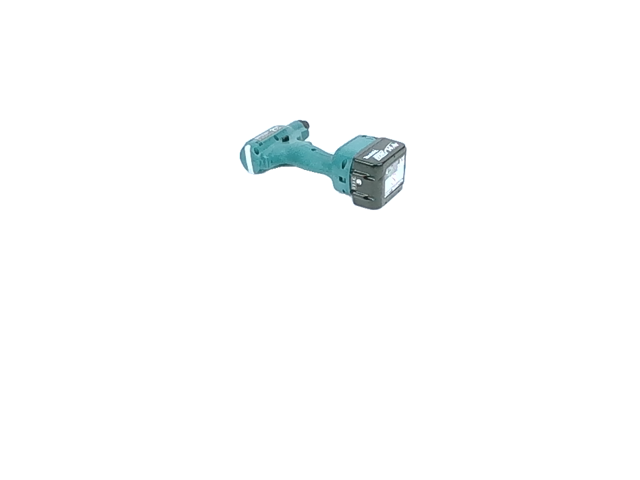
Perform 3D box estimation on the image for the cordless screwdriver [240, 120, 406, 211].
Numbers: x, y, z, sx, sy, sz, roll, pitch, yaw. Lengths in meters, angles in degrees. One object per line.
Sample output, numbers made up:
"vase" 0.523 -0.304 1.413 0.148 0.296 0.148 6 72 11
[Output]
"cordless screwdriver" 0.015 -0.136 0.670 0.250 0.074 0.158 19 43 27
